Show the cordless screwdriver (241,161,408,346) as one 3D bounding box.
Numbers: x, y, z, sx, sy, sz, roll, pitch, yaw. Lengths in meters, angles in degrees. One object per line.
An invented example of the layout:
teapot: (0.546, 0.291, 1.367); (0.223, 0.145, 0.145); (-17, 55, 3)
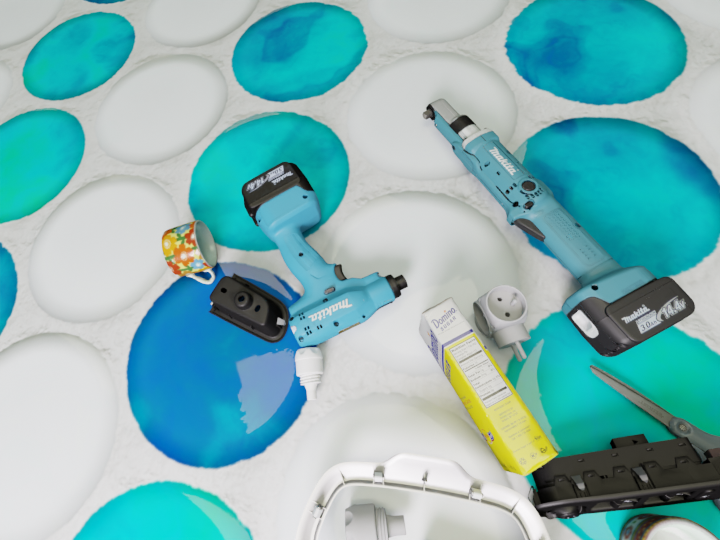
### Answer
cordless screwdriver: (-0.057, -0.037, 0.584); (0.159, 0.072, 0.258); (-26, 68, -3)

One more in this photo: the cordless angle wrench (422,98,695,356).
cordless angle wrench: (0.217, -0.095, 0.562); (0.097, 0.071, 0.441); (-28, 62, -5)

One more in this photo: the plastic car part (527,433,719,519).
plastic car part: (0.261, 0.202, 0.415); (0.205, 0.063, 0.070); (-18, 55, 9)

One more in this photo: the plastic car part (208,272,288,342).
plastic car part: (-0.153, 0.045, 0.564); (0.121, 0.068, 0.066); (24, 73, 21)

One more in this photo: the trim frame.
trim frame: (0.059, 0.276, 0.399); (0.254, 0.026, 0.187); (4, 67, 11)
